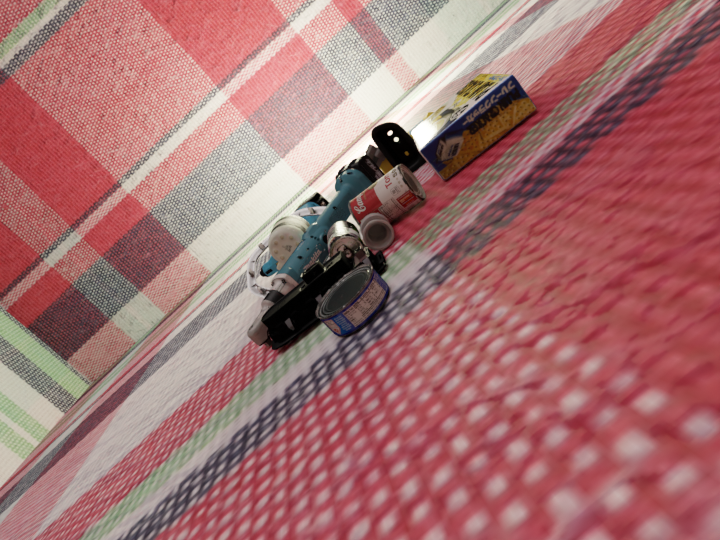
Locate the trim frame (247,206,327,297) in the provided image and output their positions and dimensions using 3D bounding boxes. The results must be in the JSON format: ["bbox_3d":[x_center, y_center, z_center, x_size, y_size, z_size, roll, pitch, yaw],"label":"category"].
[{"bbox_3d":[-0.148,-0.047,0.898,0.247,0.026,0.195,-45,46,-9],"label":"trim frame"}]

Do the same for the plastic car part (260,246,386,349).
[{"bbox_3d":[-0.060,0.033,0.572,0.204,0.065,0.068,-42,21,13],"label":"plastic car part"}]

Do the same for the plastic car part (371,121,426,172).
[{"bbox_3d":[0.076,-0.251,0.846,0.067,0.115,0.071,-38,10,21],"label":"plastic car part"}]

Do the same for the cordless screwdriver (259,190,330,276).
[{"bbox_3d":[-0.161,-0.086,1.060,0.163,0.072,0.251,-32,24,34],"label":"cordless screwdriver"}]

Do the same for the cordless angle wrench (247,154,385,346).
[{"bbox_3d":[-0.073,-0.048,0.745,0.077,0.095,0.423,-22,30,49],"label":"cordless angle wrench"}]
